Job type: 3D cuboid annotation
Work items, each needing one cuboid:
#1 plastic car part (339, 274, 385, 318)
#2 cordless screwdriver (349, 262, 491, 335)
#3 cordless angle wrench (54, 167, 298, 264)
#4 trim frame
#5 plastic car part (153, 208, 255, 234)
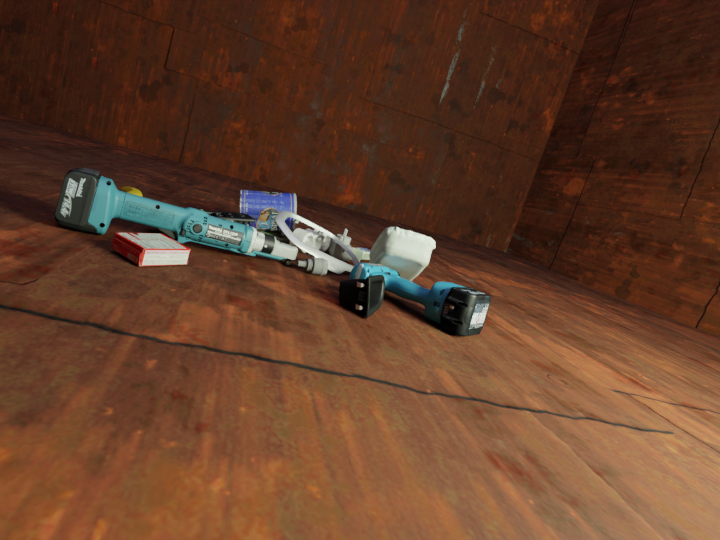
[{"bbox_3d":[-0.003,0.036,0.720,0.073,0.066,0.114,5,4,14],"label":"plastic car part"},{"bbox_3d":[0.118,0.042,0.812,0.262,0.074,0.151,20,9,35],"label":"cordless screwdriver"},{"bbox_3d":[-0.303,-0.080,0.769,0.404,0.097,0.078,14,7,-28],"label":"cordless angle wrench"},{"bbox_3d":[-0.094,-0.061,0.960,0.235,0.027,0.194,27,20,-37],"label":"trim frame"},{"bbox_3d":[-0.321,-0.094,0.853,0.194,0.066,0.070,5,22,-28],"label":"plastic car part"}]
